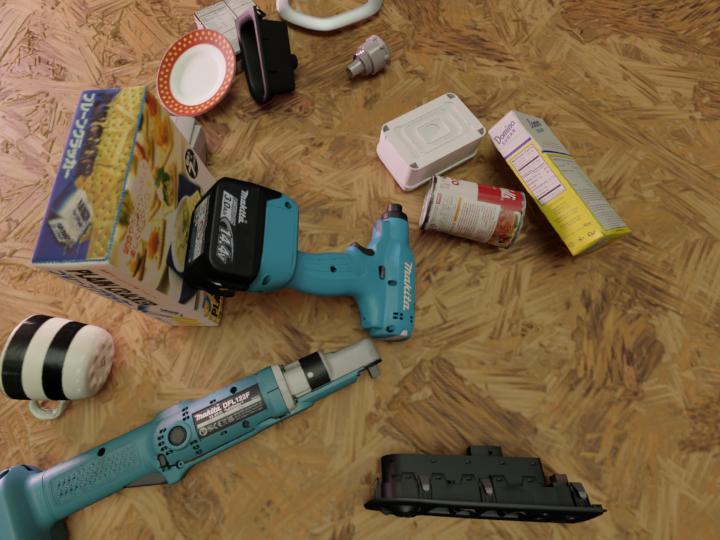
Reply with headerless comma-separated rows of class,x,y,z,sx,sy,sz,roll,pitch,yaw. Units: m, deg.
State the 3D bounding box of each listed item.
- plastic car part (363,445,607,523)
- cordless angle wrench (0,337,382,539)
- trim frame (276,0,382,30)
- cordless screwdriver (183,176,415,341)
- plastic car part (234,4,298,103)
plastic car part,0.104,0.200,0.394,0.203,0.064,0.069,-2,60,0
cordless angle wrench,-0.173,0.164,0.415,0.418,0.073,0.101,-24,71,-10
trim frame,-0.051,-0.478,0.686,0.185,0.027,0.253,3,70,2
cordless screwdriver,-0.042,-0.028,0.432,0.237,0.076,0.162,18,65,-30
plastic car part,-0.122,-0.295,0.586,0.069,0.069,0.114,-22,111,-30
